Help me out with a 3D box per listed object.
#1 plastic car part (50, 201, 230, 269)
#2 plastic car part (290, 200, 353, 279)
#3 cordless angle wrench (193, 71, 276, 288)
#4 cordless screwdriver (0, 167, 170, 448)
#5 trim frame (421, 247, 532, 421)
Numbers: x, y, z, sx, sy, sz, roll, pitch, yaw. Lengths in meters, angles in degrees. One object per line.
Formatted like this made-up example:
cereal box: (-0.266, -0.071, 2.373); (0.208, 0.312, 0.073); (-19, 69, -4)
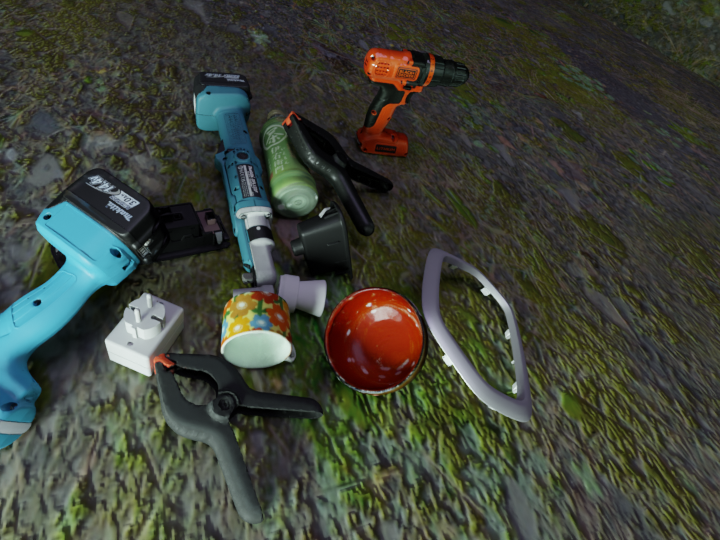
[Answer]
plastic car part: (-0.263, -0.044, 0.515); (0.197, 0.066, 0.069); (-17, 65, -26)
plastic car part: (-0.053, -0.035, 0.541); (0.070, 0.112, 0.069); (-21, 57, -6)
cordless angle wrench: (-0.181, -0.152, 0.632); (0.095, 0.073, 0.442); (-6, 53, -23)
cordless screwdriver: (-0.312, 0.013, 0.400); (0.162, 0.073, 0.249); (26, 67, 8)
trim frame: (0.142, 0.064, 0.512); (0.182, 0.028, 0.250); (38, 30, -9)
